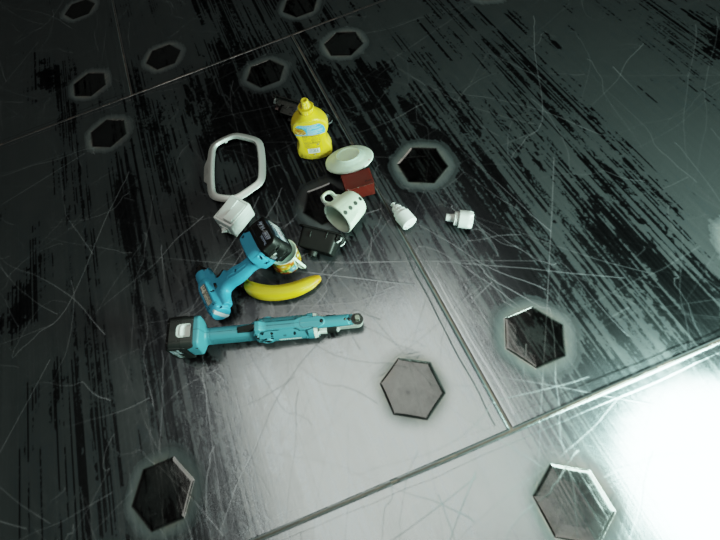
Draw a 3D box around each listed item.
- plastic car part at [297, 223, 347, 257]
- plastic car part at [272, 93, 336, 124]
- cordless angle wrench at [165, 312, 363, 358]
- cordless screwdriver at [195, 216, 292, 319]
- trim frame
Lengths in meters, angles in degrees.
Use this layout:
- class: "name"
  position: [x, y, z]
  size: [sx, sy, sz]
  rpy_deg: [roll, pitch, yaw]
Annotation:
- class: "plastic car part"
  position: [-0.100, -0.065, 1.024]
  size: [0.120, 0.063, 0.071]
  rpy_deg: [12, 80, 17]
- class: "plastic car part"
  position: [-0.170, -0.453, 1.226]
  size: [0.210, 0.064, 0.067]
  rpy_deg: [19, 77, 17]
- class: "cordless angle wrench"
  position: [-0.205, 0.130, 0.927]
  size: [0.424, 0.095, 0.076]
  rpy_deg: [-6, 64, 1]
- class: "cordless screwdriver"
  position: [-0.287, -0.021, 0.988]
  size: [0.250, 0.070, 0.168]
  rpy_deg: [-44, 55, 9]
- class: "trim frame"
  position: [-0.357, -0.294, 1.195]
  size: [0.185, 0.026, 0.256]
  rpy_deg: [-11, 64, 2]
